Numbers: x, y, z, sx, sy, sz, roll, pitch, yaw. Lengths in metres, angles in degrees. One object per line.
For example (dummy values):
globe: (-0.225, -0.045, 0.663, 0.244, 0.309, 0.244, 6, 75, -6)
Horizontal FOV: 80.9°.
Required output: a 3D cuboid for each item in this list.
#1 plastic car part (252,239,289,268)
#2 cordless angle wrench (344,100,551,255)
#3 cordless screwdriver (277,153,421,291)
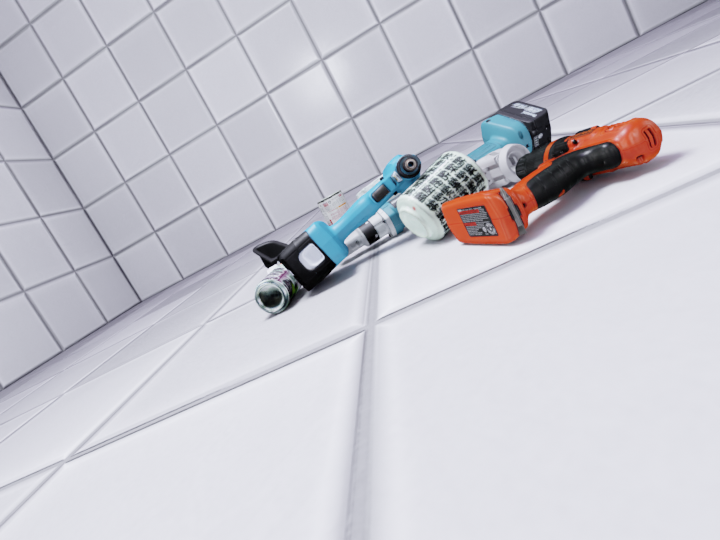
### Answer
plastic car part: (-0.190, -0.022, 0.956, 0.065, 0.068, 0.123, -33, 28, -26)
cordless angle wrench: (0.130, -0.144, 0.730, 0.422, 0.070, 0.103, -34, 40, -3)
cordless screwdriver: (-0.011, -0.077, 0.626, 0.249, 0.074, 0.159, -42, 4, 4)
